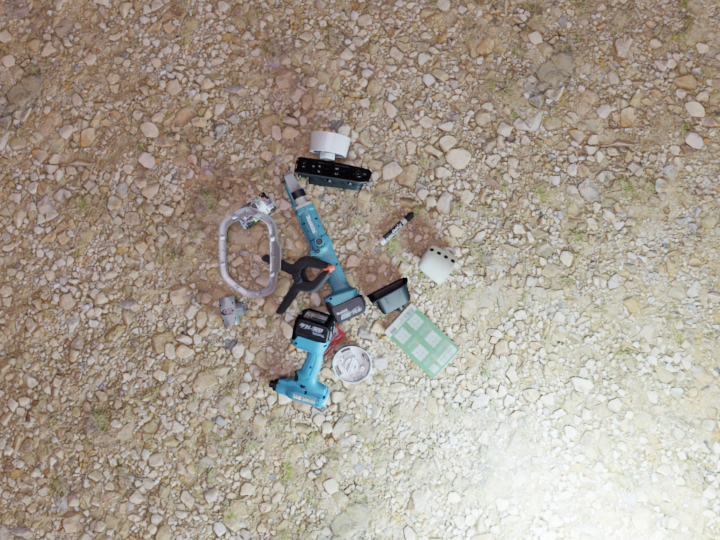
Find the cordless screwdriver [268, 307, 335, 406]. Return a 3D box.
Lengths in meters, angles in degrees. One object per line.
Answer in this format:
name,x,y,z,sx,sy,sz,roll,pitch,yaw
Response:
cordless screwdriver,-0.150,0.222,1.076,0.163,0.074,0.245,11,107,12

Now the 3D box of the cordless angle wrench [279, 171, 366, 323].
cordless angle wrench,-0.110,-0.072,1.120,0.098,0.074,0.427,-24,84,-1

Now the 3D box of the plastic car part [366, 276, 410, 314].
plastic car part,0.086,0.075,1.112,0.116,0.068,0.069,-24,104,-4

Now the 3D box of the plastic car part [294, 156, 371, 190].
plastic car part,-0.073,-0.250,1.127,0.204,0.065,0.068,6,44,3

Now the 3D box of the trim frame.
trim frame,-0.291,-0.043,1.107,0.189,0.027,0.245,8,103,15
